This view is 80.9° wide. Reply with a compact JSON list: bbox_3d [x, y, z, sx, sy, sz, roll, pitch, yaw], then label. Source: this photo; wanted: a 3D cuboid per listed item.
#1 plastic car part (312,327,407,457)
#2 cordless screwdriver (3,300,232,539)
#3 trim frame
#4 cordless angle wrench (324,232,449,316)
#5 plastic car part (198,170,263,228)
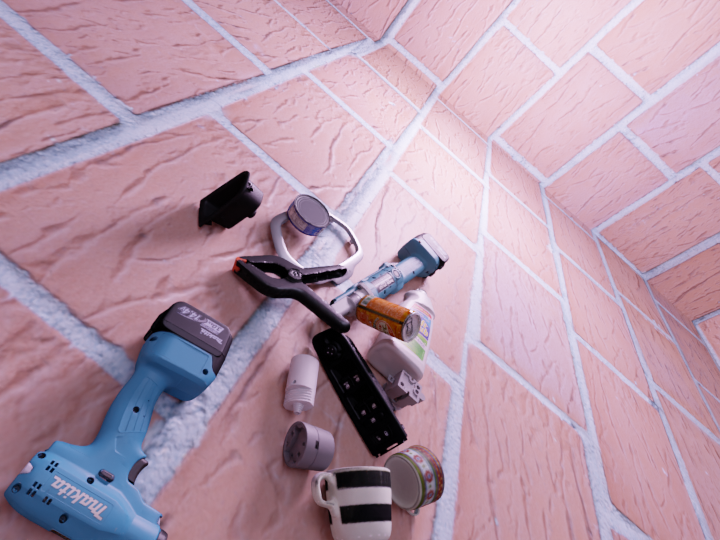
[{"bbox_3d":[0.000,0.178,0.669,0.209,0.067,0.064,54,27,15],"label":"plastic car part"},{"bbox_3d":[-0.220,0.165,0.465,0.156,0.075,0.251,36,40,-12],"label":"cordless screwdriver"},{"bbox_3d":[-0.084,-0.055,0.861,0.188,0.028,0.242,48,34,8],"label":"trim frame"},{"bbox_3d":[0.058,0.019,0.886,0.100,0.075,0.410,51,38,9],"label":"cordless angle wrench"},{"bbox_3d":[-0.215,-0.112,0.731,0.067,0.119,0.068,42,29,-48],"label":"plastic car part"}]
